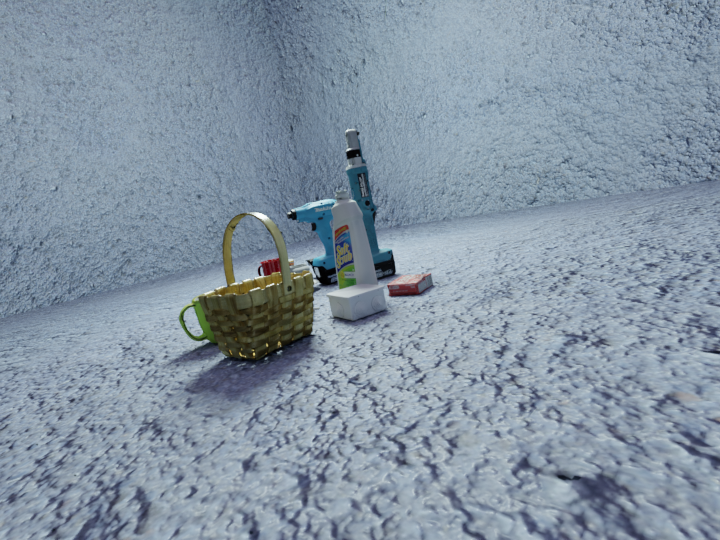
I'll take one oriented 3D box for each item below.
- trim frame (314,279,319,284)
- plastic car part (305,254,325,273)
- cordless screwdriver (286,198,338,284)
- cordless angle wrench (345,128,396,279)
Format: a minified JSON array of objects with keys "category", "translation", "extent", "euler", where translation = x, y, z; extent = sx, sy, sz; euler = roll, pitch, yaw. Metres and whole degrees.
[{"category":"trim frame","translation":[-0.230,0.057,1.243],"extent":[0.178,0.027,0.260],"euler":[-18,10,-35]},{"category":"plastic car part","translation":[-0.120,-0.018,1.445],"extent":[0.114,0.070,0.068],"euler":[-14,7,-17]},{"category":"cordless screwdriver","translation":[-0.124,-0.081,1.263],"extent":[0.155,0.247,0.077],"euler":[-13,5,-22]},{"category":"cordless angle wrench","translation":[0.010,-0.186,1.189],"extent":[0.095,0.420,0.077],"euler":[-13,4,-24]}]
